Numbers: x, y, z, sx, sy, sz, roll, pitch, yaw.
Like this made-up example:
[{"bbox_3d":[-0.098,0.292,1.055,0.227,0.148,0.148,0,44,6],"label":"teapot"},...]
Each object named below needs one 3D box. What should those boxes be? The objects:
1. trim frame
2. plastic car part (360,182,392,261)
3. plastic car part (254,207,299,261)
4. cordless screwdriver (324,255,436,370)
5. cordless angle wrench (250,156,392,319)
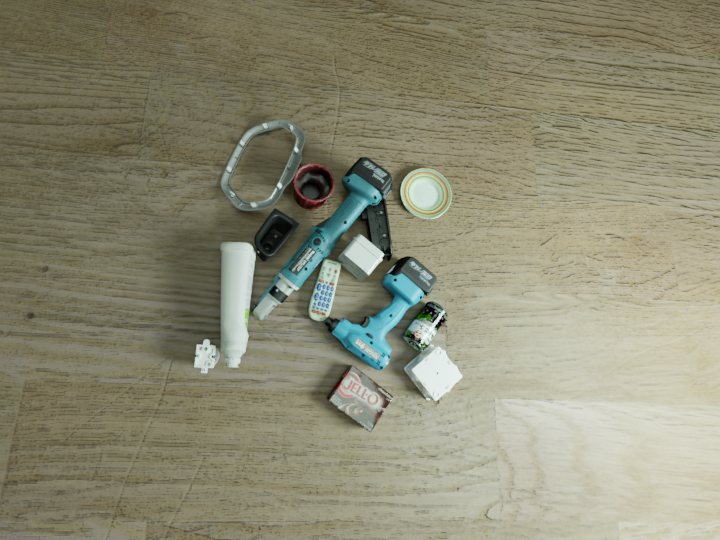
[{"bbox_3d":[-0.224,-0.249,0.976,0.191,0.026,0.250,16,72,20],"label":"trim frame"},{"bbox_3d":[0.037,-0.120,0.988,0.066,0.066,0.206,-9,78,-14],"label":"plastic car part"},{"bbox_3d":[-0.199,-0.069,0.945,0.066,0.071,0.117,32,59,-2],"label":"plastic car part"},{"bbox_3d":[0.046,0.076,0.944,0.160,0.074,0.248,35,79,1],"label":"cordless screwdriver"},{"bbox_3d":[-0.091,-0.060,0.932,0.101,0.072,0.422,38,87,15],"label":"cordless angle wrench"}]
